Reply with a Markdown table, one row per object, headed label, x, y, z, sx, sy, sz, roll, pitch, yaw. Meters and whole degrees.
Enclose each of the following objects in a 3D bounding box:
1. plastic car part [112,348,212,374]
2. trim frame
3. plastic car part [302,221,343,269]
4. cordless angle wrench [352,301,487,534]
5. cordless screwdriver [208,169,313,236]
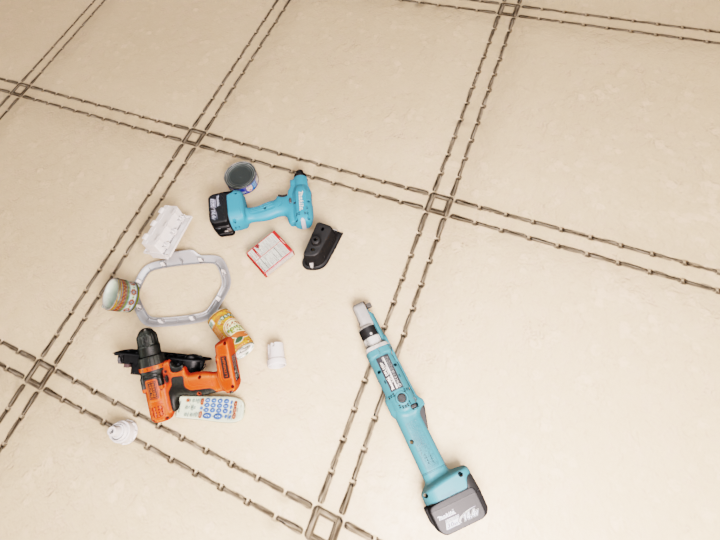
| label | x | y | z | sx | sy | sz | roll | pitch | yaw |
| --- | --- | --- | --- | --- | --- | --- | --- | --- | --- |
| plastic car part | -0.420 | 0.201 | 0.899 | 0.206 | 0.064 | 0.068 | -1 | 76 | 8 |
| trim frame | -0.425 | 0.040 | 0.994 | 0.251 | 0.026 | 0.189 | -7 | 64 | 7 |
| plastic car part | -0.095 | -0.062 | 0.967 | 0.068 | 0.068 | 0.117 | 19 | 66 | 15 |
| cordless angle wrench | 0.081 | 0.246 | 0.799 | 0.097 | 0.071 | 0.441 | -25 | 62 | -5 |
| cordless screwdriver | -0.243 | -0.169 | 1.039 | 0.249 | 0.072 | 0.164 | -6 | 64 | 1 |
